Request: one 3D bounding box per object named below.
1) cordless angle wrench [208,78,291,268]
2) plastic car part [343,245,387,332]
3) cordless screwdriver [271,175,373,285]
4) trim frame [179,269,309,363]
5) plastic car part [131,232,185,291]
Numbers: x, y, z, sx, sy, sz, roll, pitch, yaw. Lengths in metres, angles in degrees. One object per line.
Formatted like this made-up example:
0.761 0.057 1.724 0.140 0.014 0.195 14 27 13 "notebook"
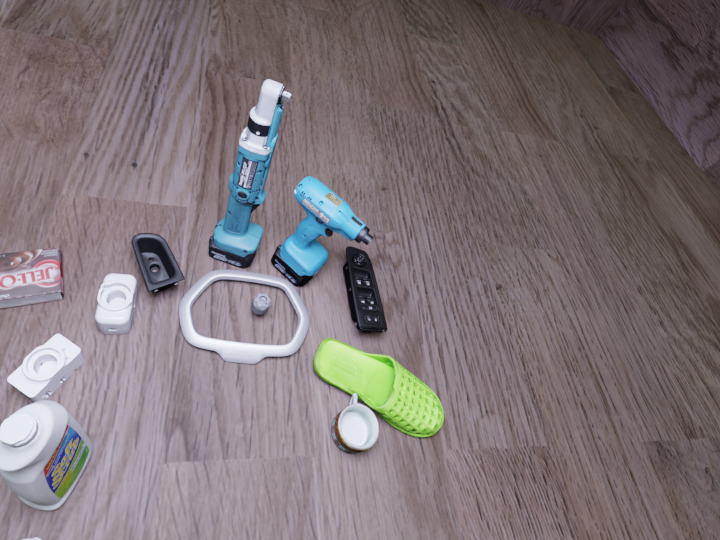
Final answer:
-0.194 -0.147 0.730 0.096 0.422 0.076 22 54 -11 "cordless angle wrench"
0.001 0.042 0.895 0.064 0.067 0.210 4 56 -20 "plastic car part"
-0.080 -0.052 0.816 0.162 0.248 0.073 42 52 6 "cordless screwdriver"
-0.219 0.084 0.811 0.242 0.027 0.190 8 55 -15 "trim frame"
-0.382 -0.008 0.789 0.064 0.071 0.121 -20 67 -32 "plastic car part"
